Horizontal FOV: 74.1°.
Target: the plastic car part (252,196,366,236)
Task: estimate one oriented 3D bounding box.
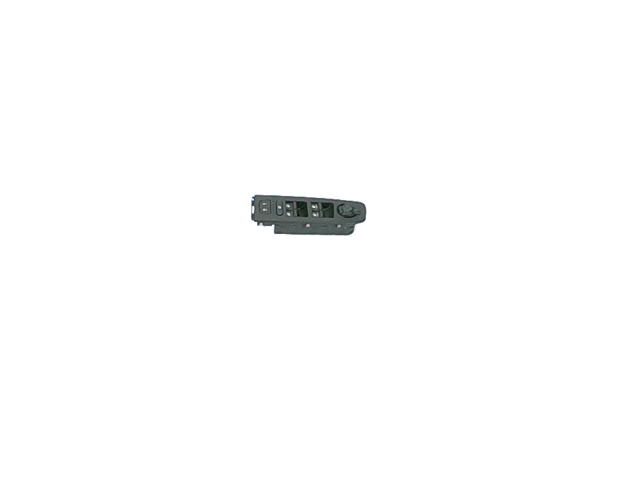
[{"bbox_3d":[-0.017,-0.036,0.752,0.203,0.067,0.066,-2,39,-7],"label":"plastic car part"}]
